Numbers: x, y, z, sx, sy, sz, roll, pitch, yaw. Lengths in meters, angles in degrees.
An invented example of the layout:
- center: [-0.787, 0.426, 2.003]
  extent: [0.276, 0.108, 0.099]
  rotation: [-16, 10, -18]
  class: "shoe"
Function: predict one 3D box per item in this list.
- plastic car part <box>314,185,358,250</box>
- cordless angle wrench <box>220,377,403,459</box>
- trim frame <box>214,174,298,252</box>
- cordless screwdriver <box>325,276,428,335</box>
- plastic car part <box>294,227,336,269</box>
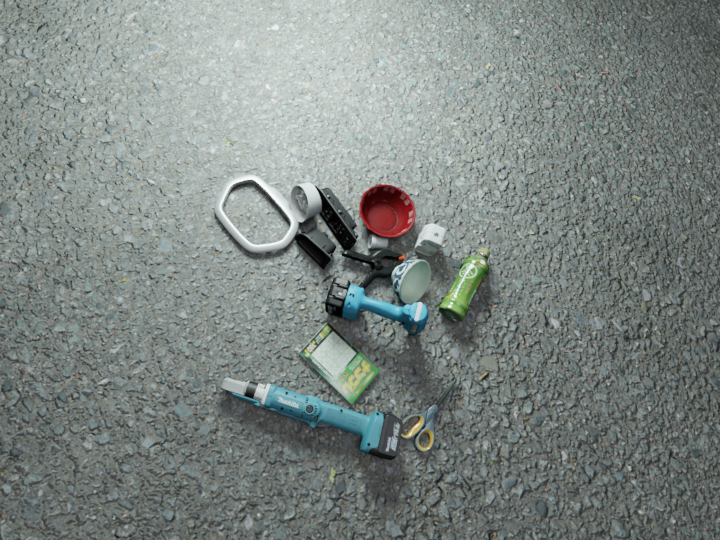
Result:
- center: [-0.067, -0.157, 1.165]
  extent: [0.066, 0.066, 0.207]
  rotation: [-32, 78, -29]
  class: "plastic car part"
- center: [-0.119, 0.324, 0.978]
  extent: [0.424, 0.073, 0.099]
  rotation: [18, 69, 1]
  class: "cordless angle wrench"
- center: [-0.282, -0.155, 1.152]
  extent: [0.182, 0.027, 0.254]
  rotation: [-40, 77, -17]
  class: "trim frame"
- center: [0.039, 0.102, 1.060]
  extent: [0.255, 0.154, 0.075]
  rotation: [15, 66, 12]
  class: "cordless screwdriver"
- center: [-0.111, -0.073, 1.134]
  extent: [0.119, 0.066, 0.069]
  rotation: [46, 54, 11]
  class: "plastic car part"
